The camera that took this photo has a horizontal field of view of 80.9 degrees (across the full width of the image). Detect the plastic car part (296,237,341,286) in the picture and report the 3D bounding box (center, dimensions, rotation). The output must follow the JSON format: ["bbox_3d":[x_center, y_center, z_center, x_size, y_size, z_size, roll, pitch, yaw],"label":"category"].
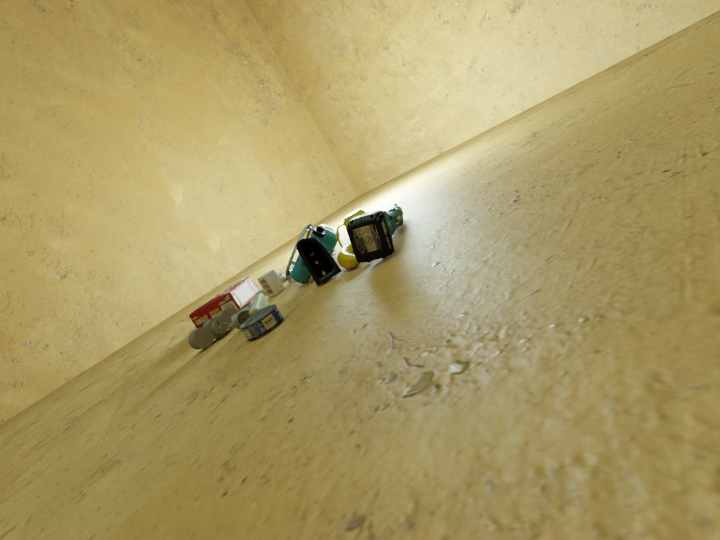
[{"bbox_3d":[-0.103,-0.021,1.009,0.065,0.120,0.069,-32,-16,-8],"label":"plastic car part"}]

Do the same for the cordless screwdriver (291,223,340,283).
[{"bbox_3d":[-0.114,-0.075,1.170,0.249,0.075,0.158,-64,-1,-69],"label":"cordless screwdriver"}]

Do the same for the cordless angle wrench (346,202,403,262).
[{"bbox_3d":[0.063,-0.115,1.034,0.076,0.097,0.418,-16,10,18],"label":"cordless angle wrench"}]

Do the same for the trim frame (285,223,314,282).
[{"bbox_3d":[-0.178,-0.052,1.247,0.249,0.027,0.184,-146,80,-85],"label":"trim frame"}]
